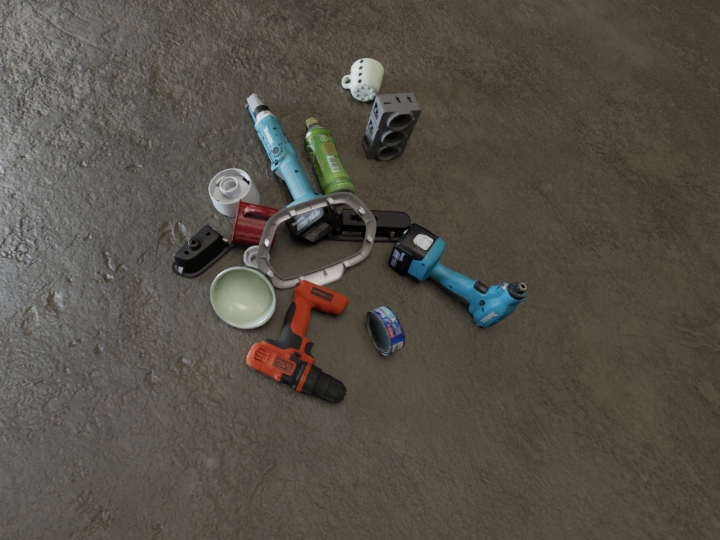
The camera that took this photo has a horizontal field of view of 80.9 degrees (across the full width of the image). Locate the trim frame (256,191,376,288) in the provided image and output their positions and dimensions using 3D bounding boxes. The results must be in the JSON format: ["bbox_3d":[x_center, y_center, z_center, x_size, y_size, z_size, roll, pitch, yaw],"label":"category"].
[{"bbox_3d":[-0.079,-0.052,0.810,0.244,0.178,0.029,-20,34,-16],"label":"trim frame"}]

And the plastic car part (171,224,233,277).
[{"bbox_3d":[-0.311,-0.042,0.815,0.067,0.070,0.115,37,61,10],"label":"plastic car part"}]

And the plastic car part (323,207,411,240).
[{"bbox_3d":[0.020,-0.103,0.902,0.200,0.066,0.068,4,56,-10],"label":"plastic car part"}]

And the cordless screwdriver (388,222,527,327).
[{"bbox_3d":[0.183,0.003,0.813,0.255,0.156,0.074,36,63,11],"label":"cordless screwdriver"}]

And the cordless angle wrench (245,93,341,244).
[{"bbox_3d":[-0.173,-0.252,0.938,0.099,0.070,0.440,-35,62,16],"label":"cordless angle wrench"}]
